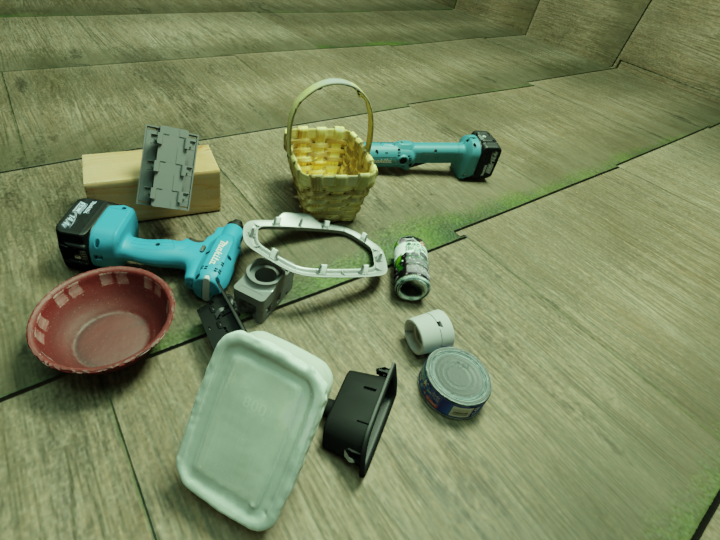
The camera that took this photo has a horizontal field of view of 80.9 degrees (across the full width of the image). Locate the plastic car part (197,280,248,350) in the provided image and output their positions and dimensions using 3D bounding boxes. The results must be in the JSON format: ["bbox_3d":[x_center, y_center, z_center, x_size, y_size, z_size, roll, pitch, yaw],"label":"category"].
[{"bbox_3d":[-0.152,0.101,0.521,0.067,0.063,0.214,-31,53,-7],"label":"plastic car part"}]

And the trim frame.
[{"bbox_3d":[-0.065,-0.043,0.668,0.238,0.027,0.195,-2,31,-33],"label":"trim frame"}]

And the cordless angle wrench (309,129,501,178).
[{"bbox_3d":[0.089,-0.255,0.933,0.418,0.095,0.077,-2,47,-8],"label":"cordless angle wrench"}]

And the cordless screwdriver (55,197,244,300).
[{"bbox_3d":[-0.306,-0.049,0.645,0.248,0.073,0.163,13,41,-3],"label":"cordless screwdriver"}]

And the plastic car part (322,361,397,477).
[{"bbox_3d":[-0.007,0.161,0.483,0.074,0.063,0.116,12,43,24],"label":"plastic car part"}]
